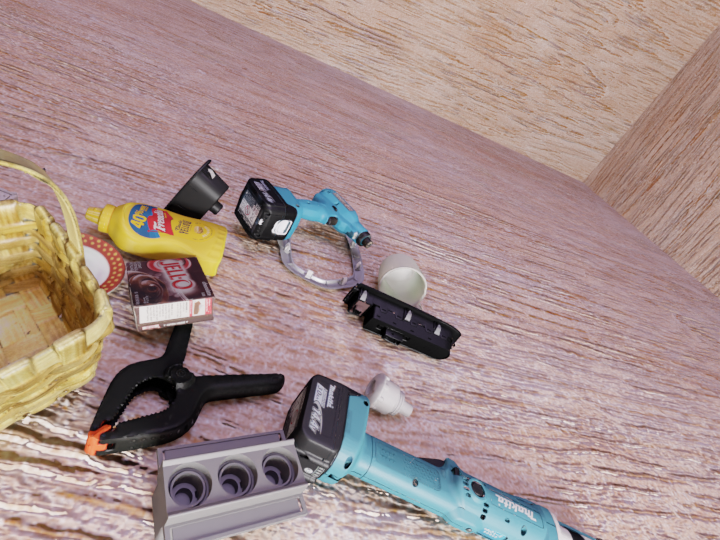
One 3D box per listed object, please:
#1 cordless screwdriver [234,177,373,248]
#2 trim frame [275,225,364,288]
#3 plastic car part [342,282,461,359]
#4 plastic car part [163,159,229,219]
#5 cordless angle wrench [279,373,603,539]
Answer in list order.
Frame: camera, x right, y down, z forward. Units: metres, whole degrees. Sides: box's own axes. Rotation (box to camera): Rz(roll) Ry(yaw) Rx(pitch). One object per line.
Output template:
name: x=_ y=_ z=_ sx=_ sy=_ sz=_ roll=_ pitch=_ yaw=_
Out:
cordless screwdriver: x=-0.093 y=-0.094 z=0.773 sx=0.237 sy=0.074 sz=0.167 roll=-6 pitch=45 yaw=-48
trim frame: x=-0.079 y=-0.052 z=0.807 sx=0.179 sy=0.027 sz=0.257 roll=15 pitch=35 yaw=-18
plastic car part: x=0.071 y=0.090 z=0.681 sx=0.199 sy=0.066 sz=0.068 roll=22 pitch=42 yaw=-10
plastic car part: x=-0.263 y=-0.117 z=0.694 sx=0.068 sy=0.118 sz=0.067 roll=46 pitch=27 yaw=-21
cordless angle wrench: x=0.113 y=0.253 z=0.473 sx=0.419 sy=0.074 sz=0.099 roll=27 pitch=32 yaw=-5
